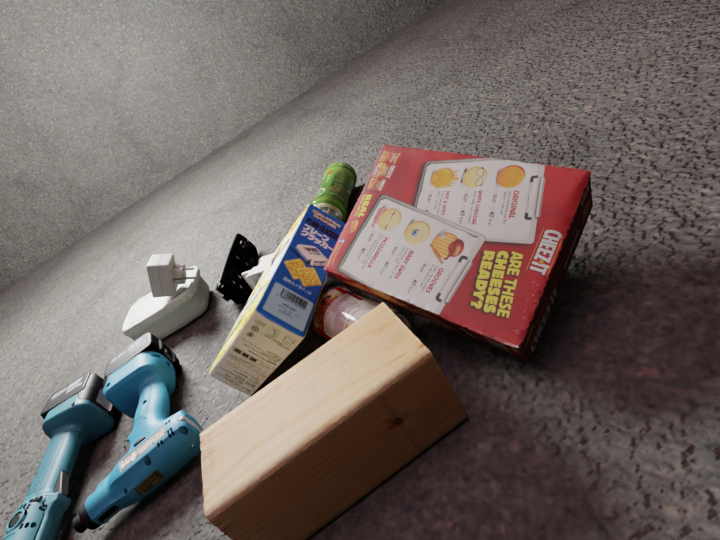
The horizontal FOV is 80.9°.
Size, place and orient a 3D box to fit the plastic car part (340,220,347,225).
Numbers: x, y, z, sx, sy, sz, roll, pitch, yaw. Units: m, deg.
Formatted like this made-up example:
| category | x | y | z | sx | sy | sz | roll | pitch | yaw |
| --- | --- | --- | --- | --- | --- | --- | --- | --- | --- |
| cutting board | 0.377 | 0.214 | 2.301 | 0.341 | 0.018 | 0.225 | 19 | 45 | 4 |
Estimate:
| category | x | y | z | sx | sy | sz | roll | pitch | yaw |
| --- | --- | --- | --- | --- | --- | --- | --- | --- | --- |
| plastic car part | -0.066 | -0.043 | 0.675 | 0.119 | 0.066 | 0.068 | -19 | -5 | 23 |

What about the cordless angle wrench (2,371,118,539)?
| category | x | y | z | sx | sy | sz | roll | pitch | yaw |
| --- | --- | --- | --- | --- | --- | --- | --- | --- | --- |
| cordless angle wrench | -0.380 | 0.301 | 0.495 | 0.098 | 0.071 | 0.442 | -32 | 32 | 1 |

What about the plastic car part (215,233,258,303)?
| category | x | y | z | sx | sy | sz | roll | pitch | yaw |
| --- | --- | --- | --- | --- | --- | --- | --- | --- | --- |
| plastic car part | -0.237 | -0.001 | 0.810 | 0.067 | 0.064 | 0.209 | -50 | 24 | 24 |

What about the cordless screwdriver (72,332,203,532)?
| category | x | y | z | sx | sy | sz | roll | pitch | yaw |
| --- | --- | --- | --- | --- | --- | --- | --- | --- | --- |
| cordless screwdriver | -0.304 | 0.199 | 0.566 | 0.158 | 0.071 | 0.262 | -40 | 34 | -12 |
